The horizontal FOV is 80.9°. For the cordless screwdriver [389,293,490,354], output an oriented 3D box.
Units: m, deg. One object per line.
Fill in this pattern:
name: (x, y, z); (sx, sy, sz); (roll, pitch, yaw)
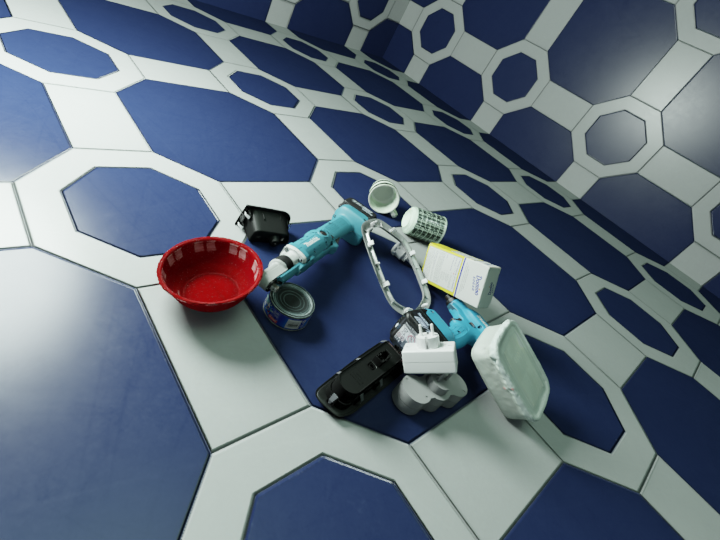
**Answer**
cordless screwdriver: (0.163, 0.110, 0.844); (0.237, 0.074, 0.167); (2, 41, -40)

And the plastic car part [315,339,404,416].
plastic car part: (0.014, 0.164, 0.677); (0.068, 0.067, 0.196); (49, 41, 15)

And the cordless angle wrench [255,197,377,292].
cordless angle wrench: (-0.084, -0.055, 0.862); (0.100, 0.074, 0.416); (35, 31, 7)

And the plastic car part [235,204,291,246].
plastic car part: (-0.189, -0.084, 0.868); (0.111, 0.067, 0.073); (8, 55, -34)

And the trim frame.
trim frame: (0.080, -0.010, 0.924); (0.175, 0.028, 0.257); (5, 58, -43)
